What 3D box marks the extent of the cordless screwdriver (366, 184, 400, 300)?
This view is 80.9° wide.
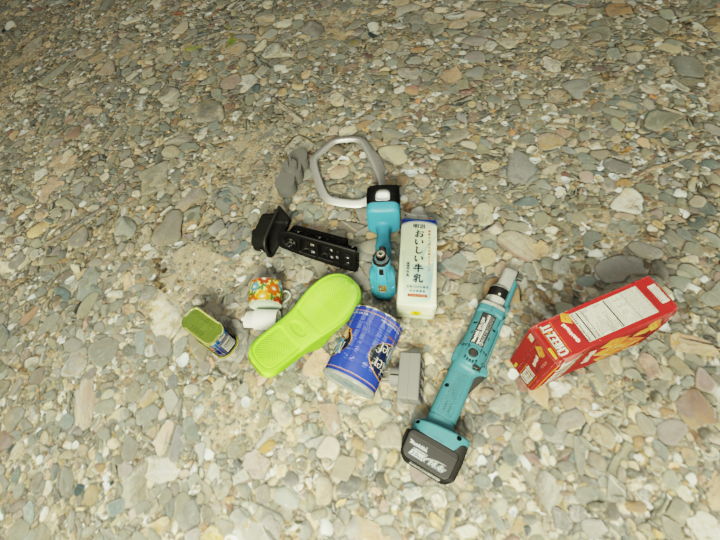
[{"bbox_3d":[0.047,-0.078,0.888,0.075,0.153,0.255,-1,58,6],"label":"cordless screwdriver"}]

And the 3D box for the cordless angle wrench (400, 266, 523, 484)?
[{"bbox_3d":[0.203,0.161,0.771,0.102,0.071,0.423,23,64,20],"label":"cordless angle wrench"}]

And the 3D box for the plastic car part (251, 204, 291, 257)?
[{"bbox_3d":[-0.225,-0.093,1.009,0.074,0.062,0.117,10,65,31],"label":"plastic car part"}]

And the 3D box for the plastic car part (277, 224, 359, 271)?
[{"bbox_3d":[-0.094,-0.061,0.959,0.209,0.064,0.067,13,54,17],"label":"plastic car part"}]

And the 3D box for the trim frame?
[{"bbox_3d":[-0.031,-0.255,1.081,0.184,0.026,0.259,-20,57,0],"label":"trim frame"}]
